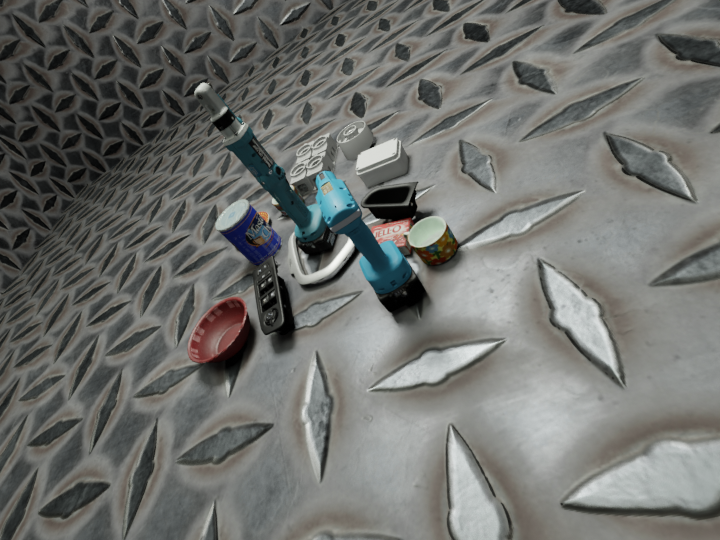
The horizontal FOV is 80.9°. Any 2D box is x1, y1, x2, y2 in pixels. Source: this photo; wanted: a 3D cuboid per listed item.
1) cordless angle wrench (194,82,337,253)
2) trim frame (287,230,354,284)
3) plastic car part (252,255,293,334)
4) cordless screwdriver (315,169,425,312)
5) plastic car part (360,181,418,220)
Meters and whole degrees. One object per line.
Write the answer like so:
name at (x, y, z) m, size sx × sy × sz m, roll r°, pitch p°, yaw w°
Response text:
cordless angle wrench at (-0.186, -0.197, 0.865) m, size 0.077 × 0.401 × 0.099 m, roll -12°, pitch 44°, yaw 33°
trim frame at (-0.094, -0.061, 0.961) m, size 0.185 × 0.026 × 0.260 m, roll -34°, pitch 38°, yaw 7°
plastic car part at (-0.182, 0.061, 0.882) m, size 0.067 × 0.063 × 0.212 m, roll -33°, pitch 38°, yaw 9°
cordless screwdriver at (0.007, -0.054, 0.698) m, size 0.075 × 0.236 × 0.166 m, roll -33°, pitch 37°, yaw 8°
plastic car part at (0.068, -0.131, 0.862) m, size 0.122 × 0.067 × 0.066 m, roll 0°, pitch 51°, yaw 40°
